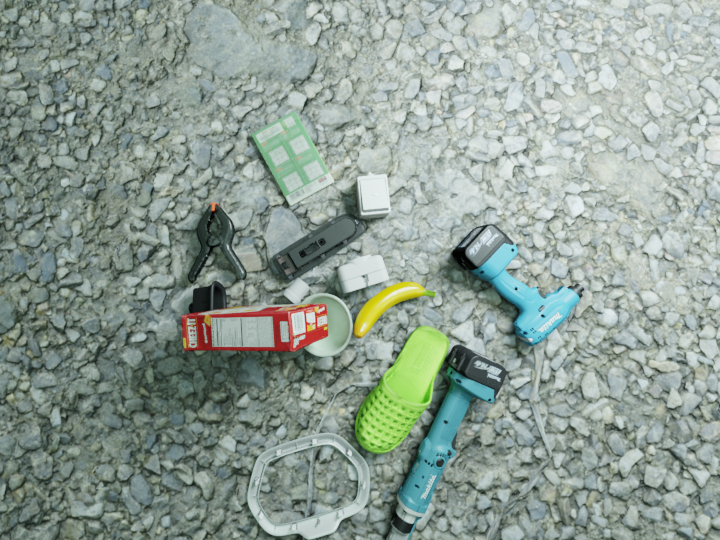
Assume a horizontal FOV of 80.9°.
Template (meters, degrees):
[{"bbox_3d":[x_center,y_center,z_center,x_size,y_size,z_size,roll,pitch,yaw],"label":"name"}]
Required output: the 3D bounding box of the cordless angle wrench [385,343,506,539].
[{"bbox_3d":[0.144,0.355,0.816,0.095,0.076,0.423,26,89,-14],"label":"cordless angle wrench"}]

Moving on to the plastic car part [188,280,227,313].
[{"bbox_3d":[-0.314,0.083,0.859,0.072,0.064,0.118,-8,82,12],"label":"plastic car part"}]

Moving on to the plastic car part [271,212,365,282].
[{"bbox_3d":[-0.085,-0.055,0.865,0.202,0.066,0.067,-31,81,-5],"label":"plastic car part"}]

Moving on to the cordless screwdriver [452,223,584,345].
[{"bbox_3d":[0.318,0.010,0.845,0.159,0.074,0.249,-41,90,-3],"label":"cordless screwdriver"}]

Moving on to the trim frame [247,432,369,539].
[{"bbox_3d":[-0.103,0.427,0.836,0.248,0.027,0.185,-16,86,-2],"label":"trim frame"}]
